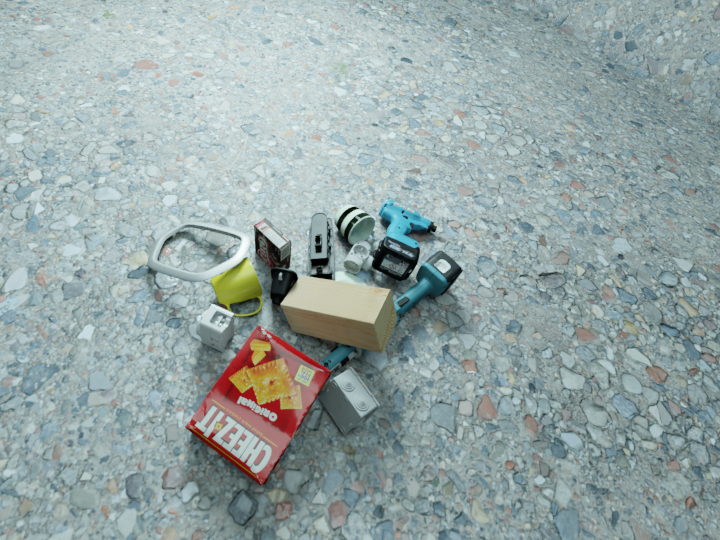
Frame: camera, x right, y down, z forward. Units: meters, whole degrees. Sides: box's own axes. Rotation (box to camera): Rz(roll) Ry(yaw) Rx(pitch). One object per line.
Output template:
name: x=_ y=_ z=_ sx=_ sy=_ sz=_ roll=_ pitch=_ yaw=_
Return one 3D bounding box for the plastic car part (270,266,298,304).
plastic car part: x=-0.171 y=0.040 z=0.909 sx=0.066 sy=0.115 sz=0.071 roll=14 pitch=76 yaw=-3

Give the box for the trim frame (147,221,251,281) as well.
trim frame: x=-0.357 y=-0.048 z=0.934 sx=0.260 sy=0.026 sz=0.184 roll=11 pitch=48 yaw=26

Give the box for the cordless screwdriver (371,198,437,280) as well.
cordless screwdriver: x=0.115 y=-0.078 z=1.052 sx=0.158 sy=0.074 sz=0.253 roll=21 pitch=39 yaw=-5

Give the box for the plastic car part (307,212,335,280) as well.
plastic car part: x=-0.100 y=-0.065 z=1.024 sx=0.067 sy=0.064 sz=0.209 roll=-10 pitch=48 yaw=9

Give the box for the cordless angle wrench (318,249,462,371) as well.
cordless angle wrench: x=0.057 y=0.102 z=0.921 sx=0.415 sy=0.096 sz=0.077 roll=-36 pitch=70 yaw=-27
